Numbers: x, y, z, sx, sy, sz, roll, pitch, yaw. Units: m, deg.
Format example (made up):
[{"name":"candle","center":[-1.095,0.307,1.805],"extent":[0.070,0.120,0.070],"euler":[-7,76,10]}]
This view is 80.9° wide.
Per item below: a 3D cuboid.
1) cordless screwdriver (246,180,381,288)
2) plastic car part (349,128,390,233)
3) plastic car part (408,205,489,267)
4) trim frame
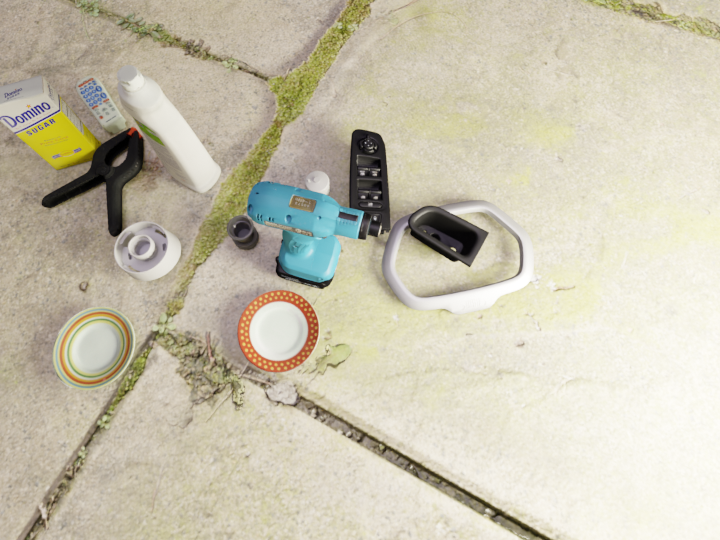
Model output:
[{"name":"cordless screwdriver","center":[-0.058,-0.038,0.596],"extent":[0.161,0.244,0.075],"euler":[15,73,4]},{"name":"plastic car part","center":[0.013,-0.150,0.727],"extent":[0.066,0.065,0.207],"euler":[-1,70,0]},{"name":"plastic car part","center":[0.131,-0.054,0.684],"extent":[0.119,0.069,0.066],"euler":[31,74,11]},{"name":"trim frame","center":[0.157,-0.023,0.694],"extent":[0.248,0.027,0.189],"euler":[-13,70,-2]}]
